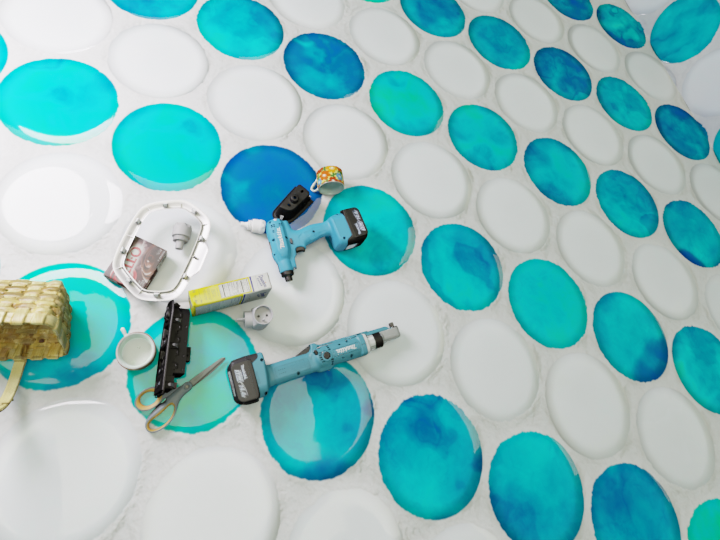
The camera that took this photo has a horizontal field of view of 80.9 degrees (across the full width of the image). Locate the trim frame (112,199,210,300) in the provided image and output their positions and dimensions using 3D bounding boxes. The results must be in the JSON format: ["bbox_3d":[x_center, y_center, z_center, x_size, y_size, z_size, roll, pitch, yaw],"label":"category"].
[{"bbox_3d":[-0.437,-0.052,0.945,0.181,0.027,0.251,19,65,-8],"label":"trim frame"}]

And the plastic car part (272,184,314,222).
[{"bbox_3d":[-0.173,-0.178,1.097,0.066,0.071,0.116,39,60,-1],"label":"plastic car part"}]

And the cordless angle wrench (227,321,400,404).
[{"bbox_3d":[-0.087,0.197,0.971,0.411,0.075,0.100,-13,75,-24],"label":"cordless angle wrench"}]

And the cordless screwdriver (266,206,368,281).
[{"bbox_3d":[-0.105,-0.069,1.072,0.243,0.074,0.163,-12,73,-17],"label":"cordless screwdriver"}]

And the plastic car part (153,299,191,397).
[{"bbox_3d":[-0.392,0.157,0.892,0.064,0.067,0.209,5,60,-28],"label":"plastic car part"}]
